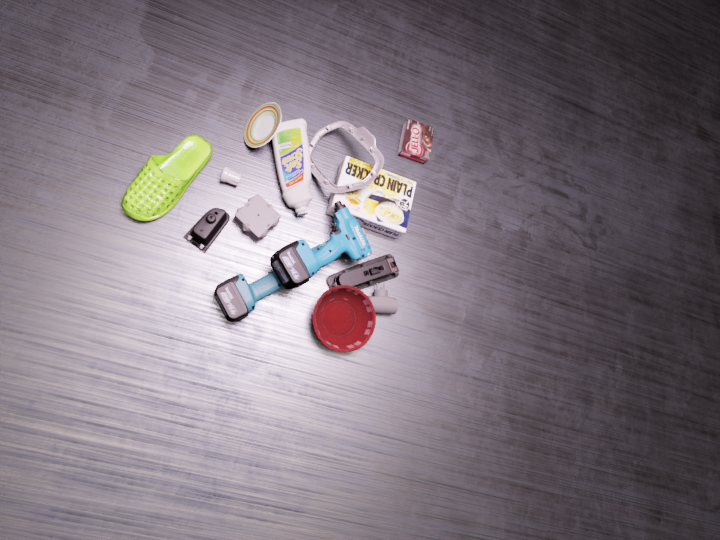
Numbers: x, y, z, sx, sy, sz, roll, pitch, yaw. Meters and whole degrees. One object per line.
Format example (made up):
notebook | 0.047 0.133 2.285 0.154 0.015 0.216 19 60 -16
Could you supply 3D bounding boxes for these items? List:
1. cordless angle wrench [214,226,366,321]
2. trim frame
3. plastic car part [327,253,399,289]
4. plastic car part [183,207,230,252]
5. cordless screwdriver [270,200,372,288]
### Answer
cordless angle wrench | -0.155 -0.009 1.057 0.415 0.075 0.099 -29 87 -22
trim frame | -0.048 -0.307 1.124 0.184 0.026 0.261 -38 59 1
plastic car part | 0.014 0.011 1.101 0.199 0.068 0.066 -18 90 -16
plastic car part | -0.368 -0.112 1.026 0.065 0.072 0.116 36 72 -8
cordless screwdriver | -0.100 -0.065 1.020 0.242 0.076 0.160 -26 86 -29
